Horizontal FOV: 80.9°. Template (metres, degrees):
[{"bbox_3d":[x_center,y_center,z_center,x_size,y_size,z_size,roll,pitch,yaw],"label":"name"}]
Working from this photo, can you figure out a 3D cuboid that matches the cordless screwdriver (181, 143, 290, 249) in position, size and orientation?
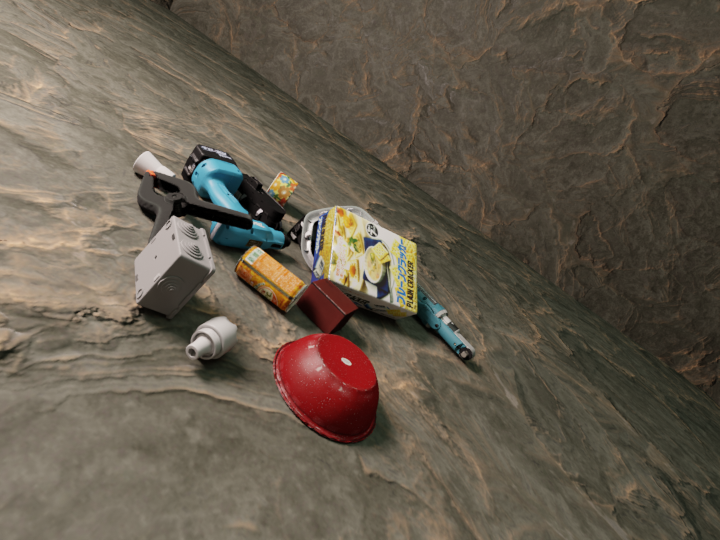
[{"bbox_3d":[-0.238,-0.132,0.808,0.151,0.074,0.261,11,35,-48],"label":"cordless screwdriver"}]

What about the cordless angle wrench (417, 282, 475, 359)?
[{"bbox_3d":[0.096,0.030,0.959,0.442,0.074,0.093,48,24,26],"label":"cordless angle wrench"}]

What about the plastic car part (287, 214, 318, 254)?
[{"bbox_3d":[-0.088,-0.057,0.896,0.110,0.067,0.074,23,39,-36],"label":"plastic car part"}]

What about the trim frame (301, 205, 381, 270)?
[{"bbox_3d":[-0.021,-0.052,0.883,0.238,0.028,0.188,-12,75,-43],"label":"trim frame"}]

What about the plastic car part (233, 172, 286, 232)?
[{"bbox_3d":[-0.223,-0.153,0.894,0.211,0.067,0.063,47,16,22],"label":"plastic car part"}]
